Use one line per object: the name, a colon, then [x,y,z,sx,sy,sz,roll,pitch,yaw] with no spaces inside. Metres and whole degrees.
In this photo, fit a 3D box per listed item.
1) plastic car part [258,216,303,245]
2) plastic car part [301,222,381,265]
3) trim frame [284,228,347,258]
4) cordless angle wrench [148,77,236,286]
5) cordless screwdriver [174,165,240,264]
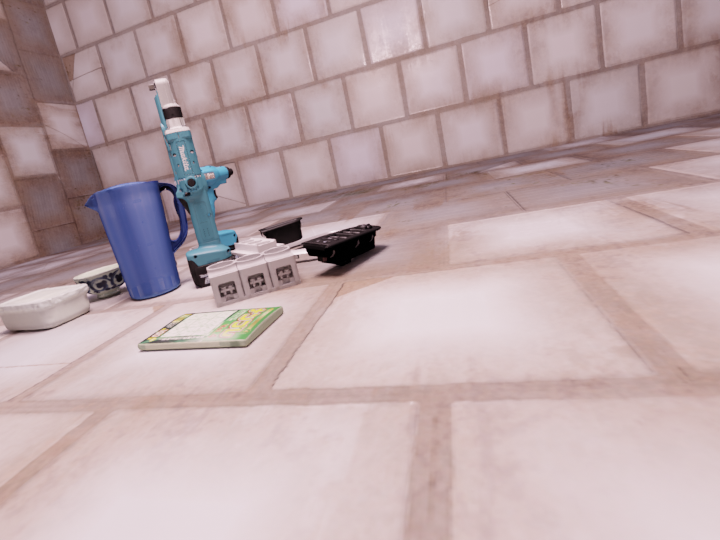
plastic car part: [-0.195,-0.089,1.085,0.114,0.070,0.068,-16,13,-14]
plastic car part: [-0.023,-0.050,0.810,0.069,0.066,0.197,-3,18,36]
trim frame: [-0.097,-0.064,0.994,0.241,0.027,0.193,-25,19,-38]
cordless angle wrench: [-0.351,-0.179,0.874,0.096,0.416,0.077,-15,11,-17]
cordless screwdriver: [-0.360,-0.138,1.062,0.078,0.245,0.154,-3,15,37]
